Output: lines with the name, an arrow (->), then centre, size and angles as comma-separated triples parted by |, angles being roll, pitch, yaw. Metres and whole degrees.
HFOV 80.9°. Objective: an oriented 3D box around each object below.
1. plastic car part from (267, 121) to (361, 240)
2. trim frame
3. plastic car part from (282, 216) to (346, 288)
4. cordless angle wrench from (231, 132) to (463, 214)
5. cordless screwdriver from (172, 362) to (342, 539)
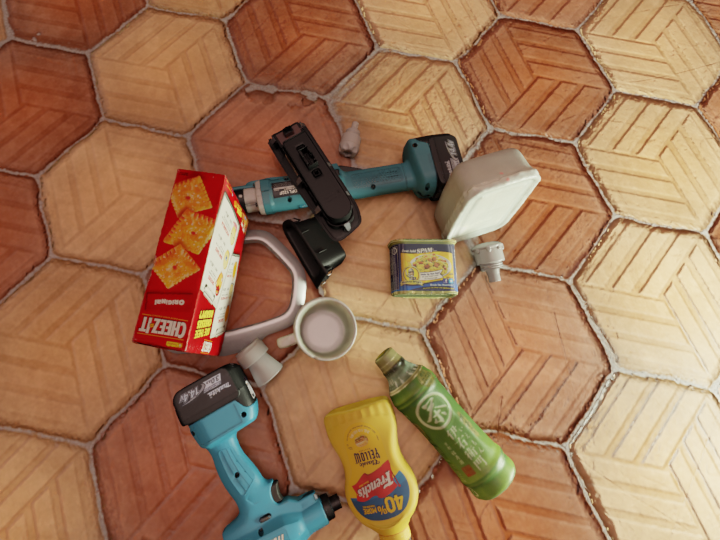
plastic car part -> -0.064, -0.140, 0.622 | 0.065, 0.066, 0.207 | -29, 79, -13
trim frame -> -0.206, 0.034, 0.648 | 0.246, 0.027, 0.188 | -14, 74, -7
plastic car part -> -0.064, -0.042, 0.660 | 0.069, 0.066, 0.120 | -23, 74, -25
cordless angle wrench -> -0.054, -0.135, 0.678 | 0.422, 0.073, 0.100 | -10, 76, -2
cordless screwdriver -> -0.140, 0.246, 0.566 | 0.158, 0.074, 0.253 | -24, 80, -9
